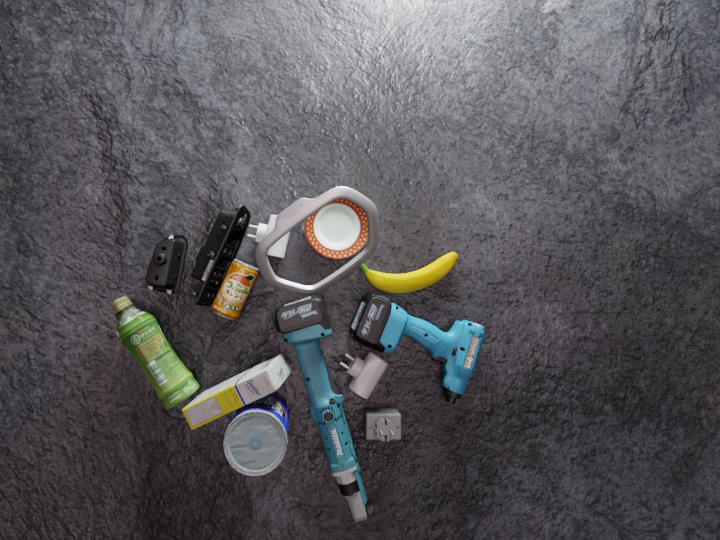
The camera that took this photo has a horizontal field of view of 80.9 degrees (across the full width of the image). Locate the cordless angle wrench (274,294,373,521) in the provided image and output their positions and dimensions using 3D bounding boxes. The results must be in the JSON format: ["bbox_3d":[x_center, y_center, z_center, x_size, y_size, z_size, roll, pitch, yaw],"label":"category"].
[{"bbox_3d":[-0.060,0.261,0.790,0.097,0.074,0.423,-16,89,-5],"label":"cordless angle wrench"}]

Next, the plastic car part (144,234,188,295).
[{"bbox_3d":[-0.370,-0.014,0.797,0.065,0.071,0.116,13,89,-6],"label":"plastic car part"}]

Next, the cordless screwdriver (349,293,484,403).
[{"bbox_3d":[0.102,0.145,0.803,0.246,0.075,0.159,18,86,-5],"label":"cordless screwdriver"}]

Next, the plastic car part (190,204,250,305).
[{"bbox_3d":[-0.272,-0.035,0.811,0.070,0.063,0.203,25,86,23],"label":"plastic car part"}]

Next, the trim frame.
[{"bbox_3d":[-0.077,-0.050,0.787,0.250,0.029,0.175,-34,121,10],"label":"trim frame"}]
